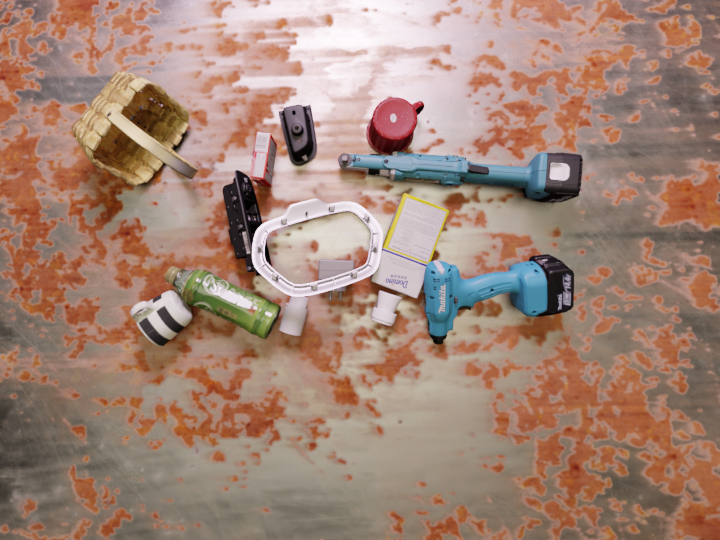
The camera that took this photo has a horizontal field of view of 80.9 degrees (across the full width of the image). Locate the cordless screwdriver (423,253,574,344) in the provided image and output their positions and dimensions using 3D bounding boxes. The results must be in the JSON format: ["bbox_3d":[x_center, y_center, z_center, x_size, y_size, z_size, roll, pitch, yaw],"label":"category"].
[{"bbox_3d":[0.240,0.054,0.763,0.249,0.076,0.155,-4,111,2],"label":"cordless screwdriver"}]

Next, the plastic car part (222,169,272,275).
[{"bbox_3d":[-0.221,-0.088,0.809,0.069,0.064,0.203,-10,87,25],"label":"plastic car part"}]

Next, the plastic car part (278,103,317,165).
[{"bbox_3d":[-0.119,-0.267,0.806,0.066,0.070,0.117,-12,84,1],"label":"plastic car part"}]

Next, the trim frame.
[{"bbox_3d":[-0.076,-0.049,0.772,0.245,0.027,0.191,-17,63,-11],"label":"trim frame"}]

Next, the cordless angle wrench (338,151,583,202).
[{"bbox_3d":[0.169,-0.186,0.785,0.428,0.096,0.074,6,89,7],"label":"cordless angle wrench"}]
